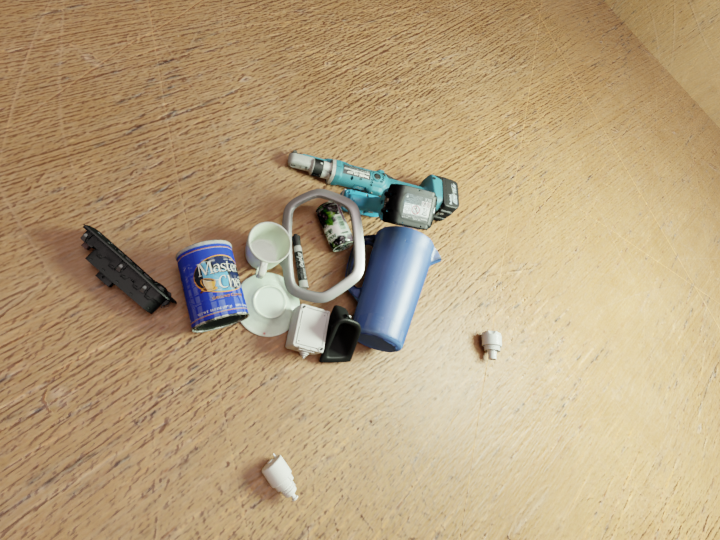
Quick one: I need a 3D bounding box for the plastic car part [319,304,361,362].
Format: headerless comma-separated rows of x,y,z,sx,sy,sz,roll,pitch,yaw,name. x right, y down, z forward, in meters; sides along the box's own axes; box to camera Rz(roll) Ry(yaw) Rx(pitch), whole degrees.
-0.043,0.115,0.819,0.064,0.115,0.074,3,33,-22,plastic car part

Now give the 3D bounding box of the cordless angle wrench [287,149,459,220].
0.031,-0.212,1.012,0.412,0.074,0.100,12,64,-14,cordless angle wrench

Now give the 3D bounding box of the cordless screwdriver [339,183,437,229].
0.071,-0.133,0.897,0.153,0.260,0.074,10,95,-26,cordless screwdriver

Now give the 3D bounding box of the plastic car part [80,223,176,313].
-0.414,0.006,0.743,0.202,0.067,0.067,38,69,-3,plastic car part

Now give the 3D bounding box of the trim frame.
-0.085,-0.055,0.868,0.186,0.026,0.253,-7,72,8,trim frame
